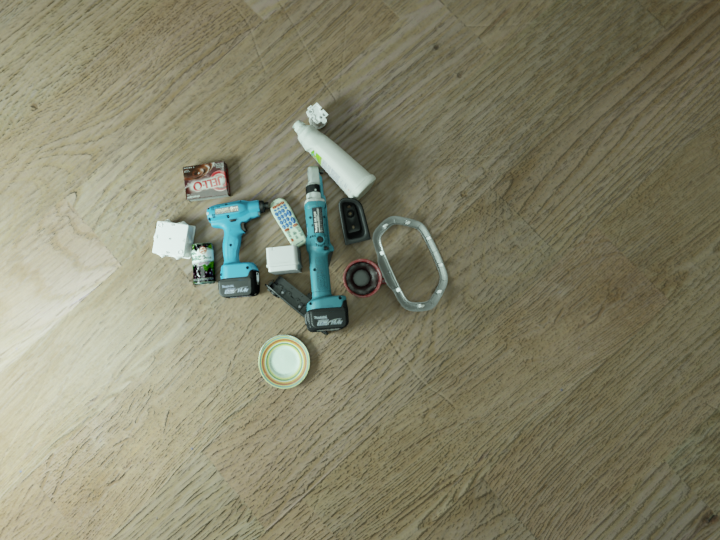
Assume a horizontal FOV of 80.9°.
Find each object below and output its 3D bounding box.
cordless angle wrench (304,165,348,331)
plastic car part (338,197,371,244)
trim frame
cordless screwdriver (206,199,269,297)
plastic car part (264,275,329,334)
[{"bbox_3d":[-0.102,-0.067,1.041,0.096,0.074,0.432,-3,72,-14],"label":"cordless angle wrench"},{"bbox_3d":[-0.021,-0.132,1.067,0.066,0.072,0.115,-13,102,-2],"label":"plastic car part"},{"bbox_3d":[0.124,-0.020,1.042,0.179,0.028,0.250,-21,86,-23],"label":"trim frame"},{"bbox_3d":[-0.296,-0.058,1.075,0.159,0.073,0.252,-10,81,1],"label":"cordless screwdriver"},{"bbox_3d":[-0.151,0.080,1.053,0.205,0.066,0.067,34,89,4],"label":"plastic car part"}]
